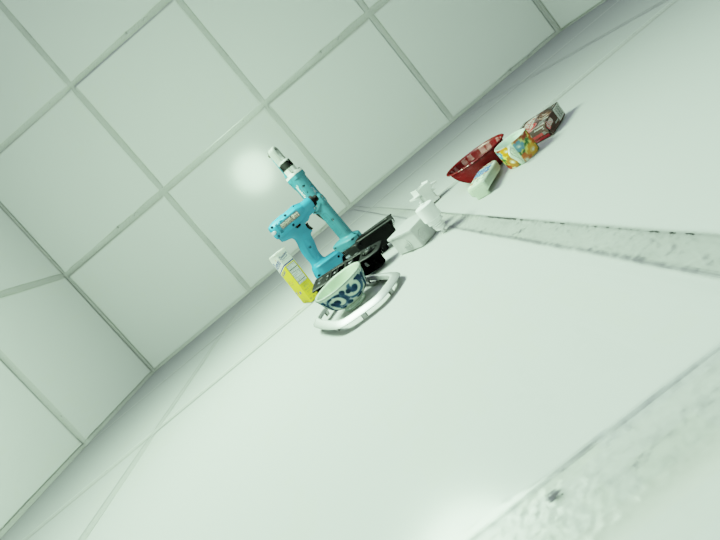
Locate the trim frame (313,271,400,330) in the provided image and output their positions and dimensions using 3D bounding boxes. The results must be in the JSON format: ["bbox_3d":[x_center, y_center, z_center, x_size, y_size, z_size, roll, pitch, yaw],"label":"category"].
[{"bbox_3d":[-0.010,0.059,0.859,0.182,0.027,0.254,-45,12,-21],"label":"trim frame"}]

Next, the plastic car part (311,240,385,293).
[{"bbox_3d":[-0.021,0.004,1.005,0.205,0.066,0.066,-37,9,19],"label":"plastic car part"}]

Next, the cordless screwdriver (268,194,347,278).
[{"bbox_3d":[-0.111,-0.072,1.133,0.158,0.246,0.076,-42,6,-14],"label":"cordless screwdriver"}]

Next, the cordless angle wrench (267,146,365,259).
[{"bbox_3d":[-0.133,-0.206,1.280,0.100,0.419,0.073,-35,7,45],"label":"cordless angle wrench"}]

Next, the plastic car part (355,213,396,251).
[{"bbox_3d":[0.052,-0.086,1.105,0.117,0.070,0.066,-38,8,13],"label":"plastic car part"}]
